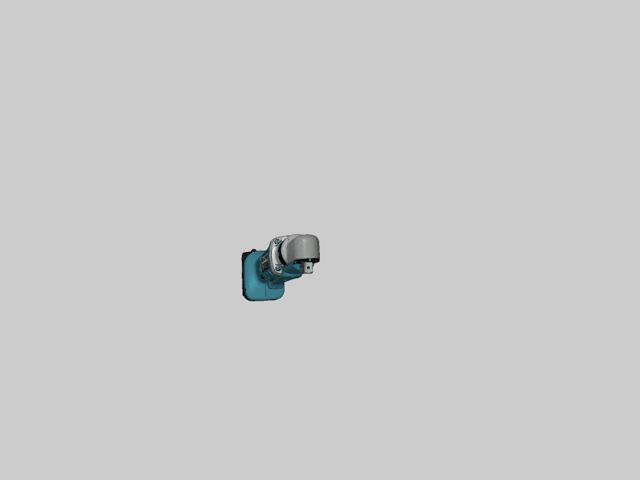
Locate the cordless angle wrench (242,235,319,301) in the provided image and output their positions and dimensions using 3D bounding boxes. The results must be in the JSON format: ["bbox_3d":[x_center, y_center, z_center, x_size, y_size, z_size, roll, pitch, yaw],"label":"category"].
[{"bbox_3d":[-0.065,0.038,0.633,0.074,0.098,0.424,-1,-9,-15],"label":"cordless angle wrench"}]
